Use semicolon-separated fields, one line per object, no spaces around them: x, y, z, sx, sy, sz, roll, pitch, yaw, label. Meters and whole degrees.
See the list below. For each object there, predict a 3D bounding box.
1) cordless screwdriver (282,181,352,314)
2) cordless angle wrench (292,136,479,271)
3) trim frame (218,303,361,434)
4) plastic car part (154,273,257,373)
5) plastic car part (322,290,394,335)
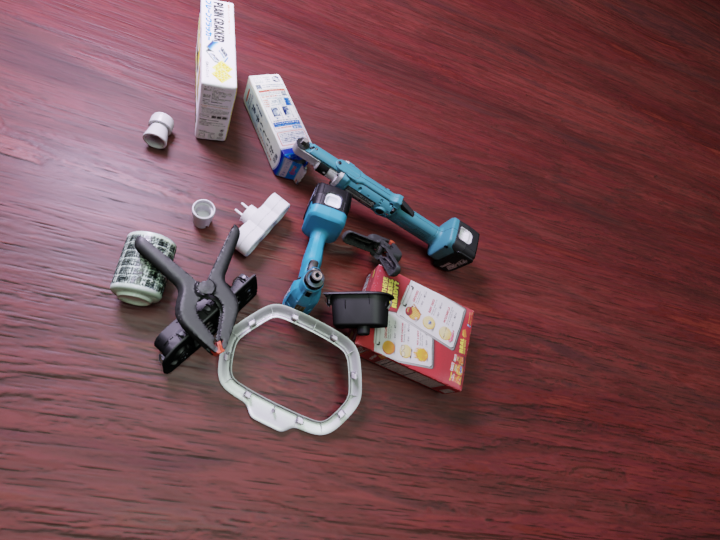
-0.074;-0.048;0.755;0.073;0.159;0.253;19;60;-12;cordless screwdriver
0.047;-0.137;0.846;0.412;0.099;0.075;31;60;-13;cordless angle wrench
-0.111;0.165;0.693;0.245;0.028;0.184;29;83;-6;trim frame
-0.255;0.075;0.689;0.068;0.066;0.202;35;59;6;plastic car part
-0.003;0.074;0.715;0.119;0.063;0.072;1;72;11;plastic car part
